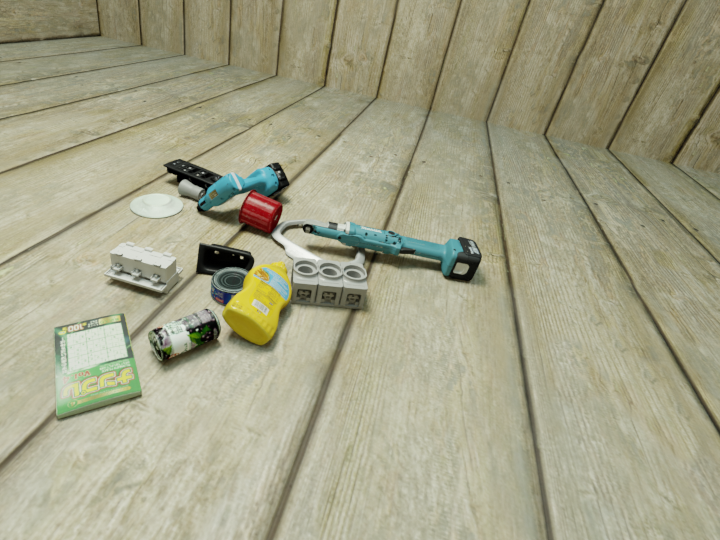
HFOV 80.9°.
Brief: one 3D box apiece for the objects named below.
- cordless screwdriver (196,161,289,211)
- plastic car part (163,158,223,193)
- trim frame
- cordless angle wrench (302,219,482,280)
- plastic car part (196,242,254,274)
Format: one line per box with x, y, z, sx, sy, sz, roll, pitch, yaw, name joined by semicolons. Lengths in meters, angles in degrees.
-0.315;-0.218;1.138;0.164;0.074;0.243;-24;6;33;cordless screwdriver
-0.454;-0.254;1.182;0.210;0.066;0.065;19;26;19;plastic car part
-0.101;-0.066;1.036;0.260;0.027;0.179;29;37;24;trim frame
0.069;-0.066;1.016;0.421;0.073;0.100;12;33;-3;cordless angle wrench
-0.285;-0.027;0.906;0.115;0.065;0.073;9;19;-9;plastic car part
